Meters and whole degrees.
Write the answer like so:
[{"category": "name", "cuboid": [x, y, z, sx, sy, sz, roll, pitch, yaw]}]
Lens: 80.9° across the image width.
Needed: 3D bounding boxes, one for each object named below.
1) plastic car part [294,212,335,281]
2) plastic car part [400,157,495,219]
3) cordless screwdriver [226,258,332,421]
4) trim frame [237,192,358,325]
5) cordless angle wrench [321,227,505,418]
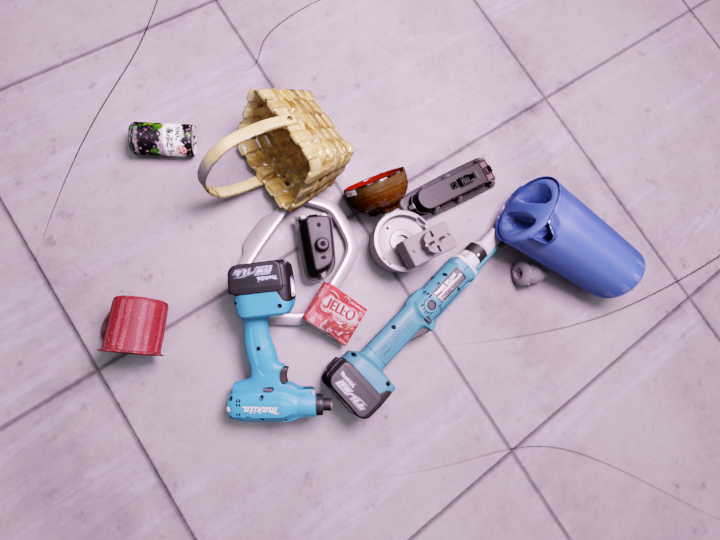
[{"category": "plastic car part", "cuboid": [-0.068, -0.045, 0.700, 0.065, 0.071, 0.118, -7, 78, -12]}, {"category": "plastic car part", "cuboid": [0.172, -0.153, 0.792, 0.201, 0.068, 0.066, -27, 94, -11]}, {"category": "cordless screwdriver", "cuboid": [-0.127, 0.107, 0.654, 0.160, 0.074, 0.249, -2, 89, 5]}, {"category": "trim frame", "cuboid": [-0.112, -0.021, 0.735, 0.183, 0.028, 0.248, 32, 77, -3]}, {"category": "cordless angle wrench", "cuboid": [0.112, 0.065, 0.732, 0.419, 0.075, 0.098, -44, 90, -17]}]
